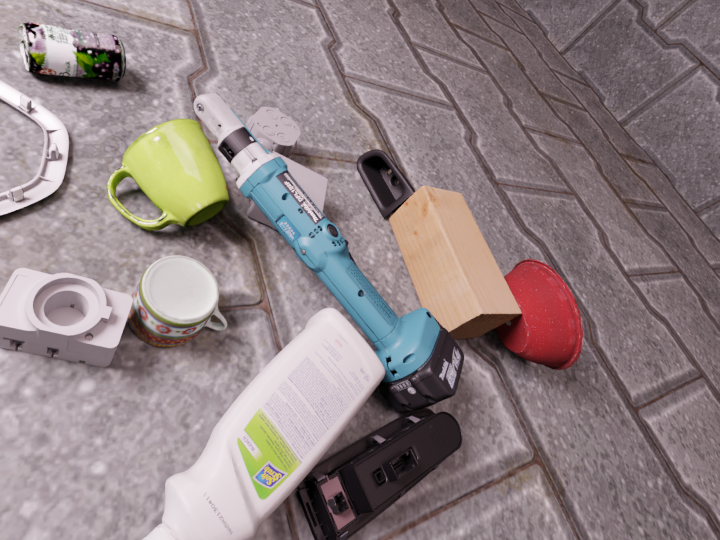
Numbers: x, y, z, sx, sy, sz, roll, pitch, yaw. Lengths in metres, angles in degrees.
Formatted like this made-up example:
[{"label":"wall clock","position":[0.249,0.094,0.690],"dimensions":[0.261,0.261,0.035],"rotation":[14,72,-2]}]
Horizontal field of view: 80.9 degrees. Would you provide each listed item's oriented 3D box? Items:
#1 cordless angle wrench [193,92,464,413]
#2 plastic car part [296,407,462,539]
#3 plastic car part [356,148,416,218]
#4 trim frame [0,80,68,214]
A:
[{"label":"cordless angle wrench","position":[-0.047,-0.031,0.479],"dimensions":[0.421,0.076,0.096],"rotation":[51,34,-2]},{"label":"plastic car part","position":[0.035,0.190,0.426],"dimensions":[0.194,0.067,0.069],"rotation":[-11,59,-43]},{"label":"plastic car part","position":[0.051,-0.147,0.703],"dimensions":[0.067,0.067,0.121],"rotation":[7,49,-51]},{"label":"trim frame","position":[-0.408,-0.142,0.399],"dimensions":[0.242,0.028,0.186],"rotation":[31,46,-13]}]
